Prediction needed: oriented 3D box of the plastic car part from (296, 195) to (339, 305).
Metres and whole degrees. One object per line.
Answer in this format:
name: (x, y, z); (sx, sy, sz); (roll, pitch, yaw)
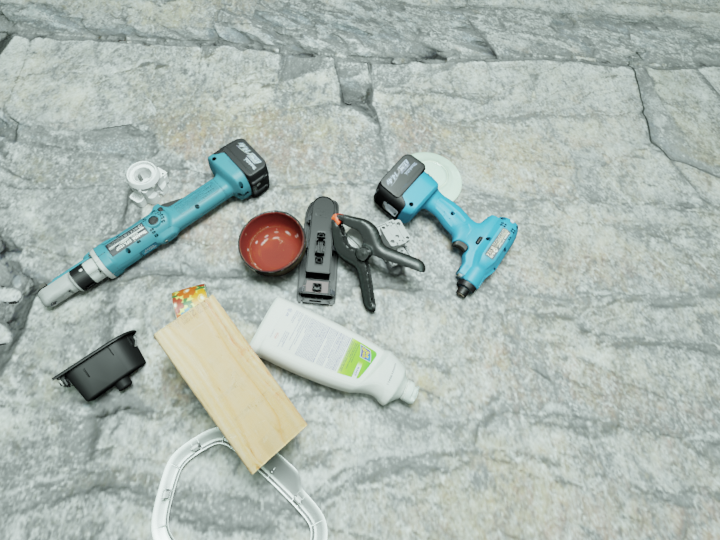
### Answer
plastic car part: (-0.071, -0.047, 0.730); (0.067, 0.065, 0.208); (1, 62, 3)

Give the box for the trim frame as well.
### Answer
trim frame: (-0.162, 0.329, 0.561); (0.256, 0.027, 0.183); (35, 67, 15)

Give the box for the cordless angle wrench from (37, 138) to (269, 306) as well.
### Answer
cordless angle wrench: (-0.347, -0.076, 0.726); (0.419, 0.073, 0.101); (-39, 74, -17)

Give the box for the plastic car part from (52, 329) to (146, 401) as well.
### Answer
plastic car part: (-0.372, 0.148, 0.625); (0.115, 0.066, 0.071); (-33, 87, -21)

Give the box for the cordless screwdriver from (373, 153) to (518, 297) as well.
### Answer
cordless screwdriver: (0.134, -0.079, 0.743); (0.252, 0.073, 0.159); (36, 77, 7)
